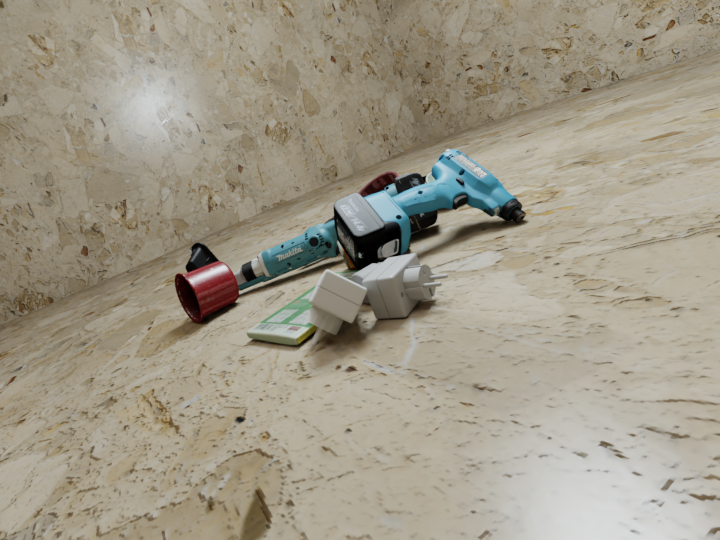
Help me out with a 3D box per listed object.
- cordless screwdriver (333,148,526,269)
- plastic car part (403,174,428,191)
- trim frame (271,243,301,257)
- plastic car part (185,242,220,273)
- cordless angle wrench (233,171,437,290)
[{"bbox_3d":[0.095,-0.081,0.607,0.245,0.071,0.168,-28,52,-15],"label":"cordless screwdriver"},{"bbox_3d":[0.106,-0.161,0.966,0.212,0.063,0.067,-5,47,43],"label":"plastic car part"},{"bbox_3d":[-0.131,-0.060,0.996,0.247,0.027,0.189,-21,16,-5],"label":"trim frame"},{"bbox_3d":[-0.350,0.004,0.943,0.068,0.111,0.072,-15,37,25],"label":"plastic car part"},{"bbox_3d":[-0.075,-0.049,0.769,0.429,0.099,0.072,-22,-6,13],"label":"cordless angle wrench"}]
